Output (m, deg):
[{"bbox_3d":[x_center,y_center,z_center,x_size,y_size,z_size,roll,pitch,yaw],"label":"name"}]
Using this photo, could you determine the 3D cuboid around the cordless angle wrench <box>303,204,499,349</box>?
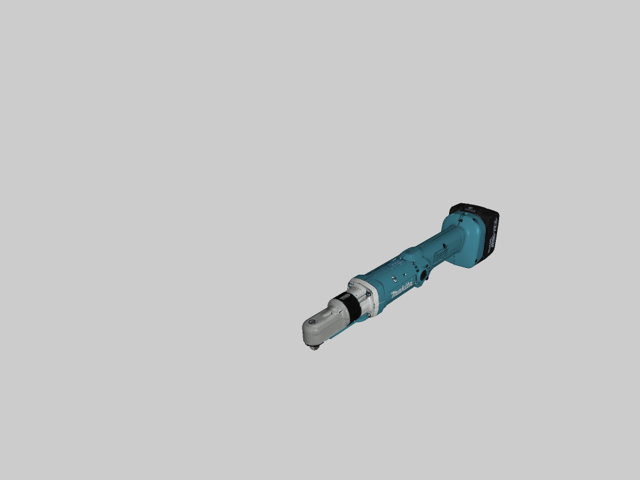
[{"bbox_3d":[0.134,0.046,0.641,0.422,0.098,0.074,-24,33,-37],"label":"cordless angle wrench"}]
